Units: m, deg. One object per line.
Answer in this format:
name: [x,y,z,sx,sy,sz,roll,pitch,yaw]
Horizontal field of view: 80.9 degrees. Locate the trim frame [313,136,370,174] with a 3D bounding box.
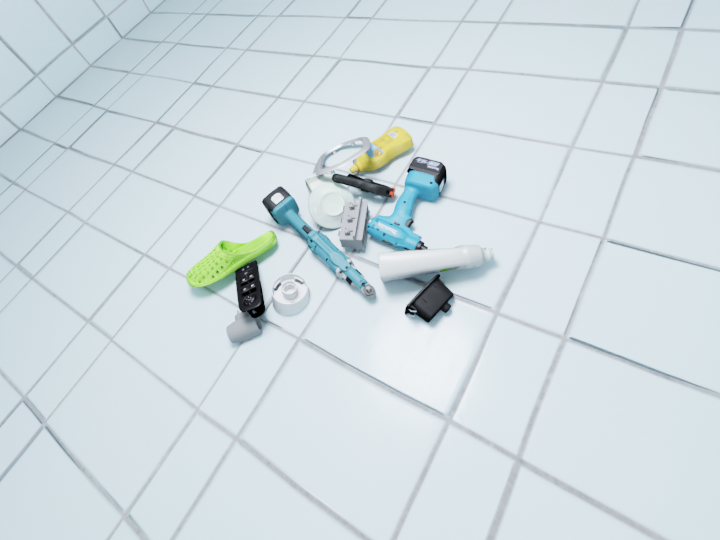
trim frame: [-0.057,-0.328,1.213,0.186,0.026,0.255,-22,29,10]

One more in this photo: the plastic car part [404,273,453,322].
plastic car part: [0.160,0.067,0.925,0.116,0.064,0.074,-41,70,-13]

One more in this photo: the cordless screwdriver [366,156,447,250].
cordless screwdriver: [0.144,-0.162,1.068,0.167,0.071,0.248,27,74,26]

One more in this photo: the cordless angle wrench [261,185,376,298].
cordless angle wrench: [-0.107,-0.070,1.095,0.074,0.093,0.445,-40,58,-10]

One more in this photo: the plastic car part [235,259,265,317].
plastic car part: [-0.276,0.053,1.067,0.066,0.064,0.212,-22,30,-5]
